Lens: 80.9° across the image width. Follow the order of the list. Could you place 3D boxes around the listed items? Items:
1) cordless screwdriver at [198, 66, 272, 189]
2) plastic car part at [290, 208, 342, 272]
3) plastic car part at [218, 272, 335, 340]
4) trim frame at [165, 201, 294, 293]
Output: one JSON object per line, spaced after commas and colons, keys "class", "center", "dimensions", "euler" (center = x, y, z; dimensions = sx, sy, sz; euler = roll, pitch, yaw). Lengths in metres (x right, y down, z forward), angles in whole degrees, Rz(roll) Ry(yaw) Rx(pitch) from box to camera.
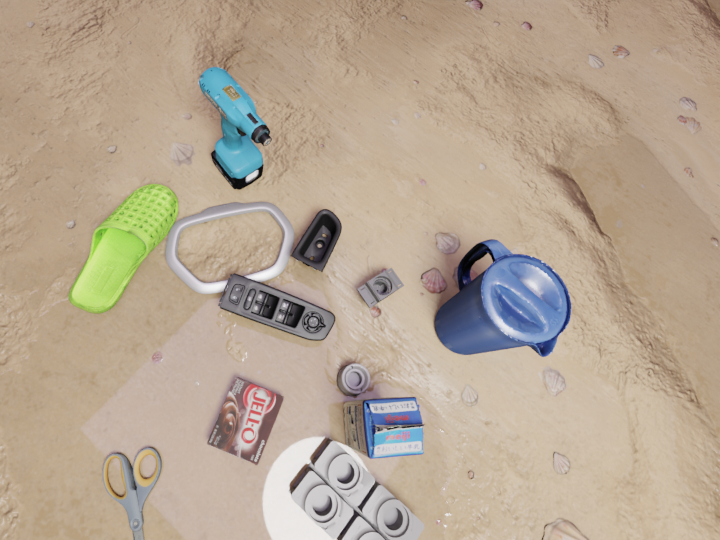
{"class": "cordless screwdriver", "center": [-0.217, -0.232, 0.775], "dimensions": [0.073, 0.247, 0.162], "euler": [-37, 81, -20]}
{"class": "plastic car part", "center": [-0.080, -0.052, 0.815], "dimensions": [0.066, 0.070, 0.117], "euler": [27, 69, 1]}
{"class": "plastic car part", "center": [-0.148, 0.074, 0.760], "dimensions": [0.203, 0.066, 0.067], "euler": [19, 69, 1]}
{"class": "trim frame", "center": [-0.249, -0.052, 0.819], "dimensions": [0.245, 0.027, 0.189], "euler": [-16, 72, -12]}
